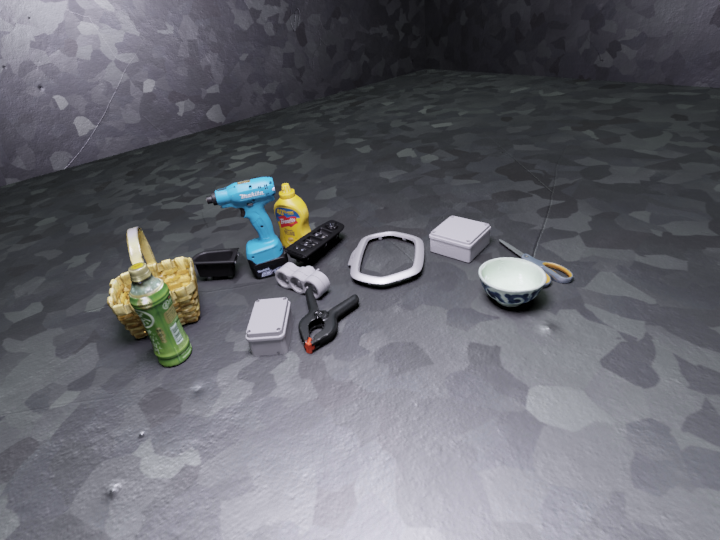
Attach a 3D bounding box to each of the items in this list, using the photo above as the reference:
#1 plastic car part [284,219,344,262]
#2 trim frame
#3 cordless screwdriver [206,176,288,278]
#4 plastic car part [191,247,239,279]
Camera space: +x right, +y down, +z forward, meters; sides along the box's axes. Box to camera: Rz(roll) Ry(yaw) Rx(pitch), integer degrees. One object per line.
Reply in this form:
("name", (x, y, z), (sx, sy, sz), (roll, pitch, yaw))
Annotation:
("plastic car part", (-0.108, -0.071, 1.105), (0.069, 0.065, 0.200), (12, 39, 30))
("trim frame", (0.062, -0.035, 1.040), (0.188, 0.026, 0.252), (-2, 34, 13))
("cordless screwdriver", (-0.268, -0.099, 1.030), (0.158, 0.240, 0.077), (-12, 31, -7))
("plastic car part", (-0.367, -0.011, 1.082), (0.117, 0.068, 0.068), (-6, 32, 5))
